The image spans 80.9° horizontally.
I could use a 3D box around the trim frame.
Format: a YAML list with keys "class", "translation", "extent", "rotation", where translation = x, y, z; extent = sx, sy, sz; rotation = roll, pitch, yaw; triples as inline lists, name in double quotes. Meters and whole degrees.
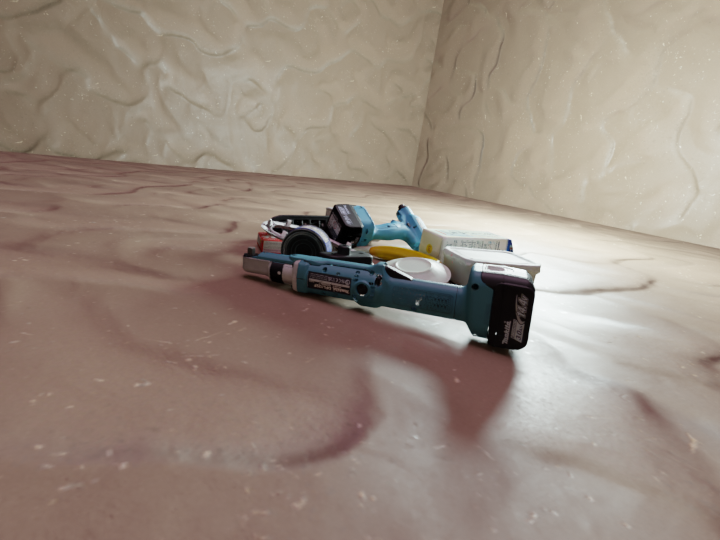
- class: "trim frame"
  translation: [-0.082, -0.054, 0.841]
  extent: [0.257, 0.027, 0.179]
  rotation: [27, 17, 17]

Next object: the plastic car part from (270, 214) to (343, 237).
- class: "plastic car part"
  translation: [-0.131, -0.097, 0.991]
  extent: [0.194, 0.066, 0.070]
  rotation: [-2, 5, -35]

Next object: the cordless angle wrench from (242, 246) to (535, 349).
- class: "cordless angle wrench"
  translation: [0.012, 0.019, 0.610]
  extent: [0.438, 0.097, 0.072]
  rotation: [9, 13, 21]

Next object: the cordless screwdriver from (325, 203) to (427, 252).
- class: "cordless screwdriver"
  translation: [0.041, -0.112, 1.005]
  extent: [0.240, 0.073, 0.167]
  rotation: [2, 44, -24]

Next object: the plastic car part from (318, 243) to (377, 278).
- class: "plastic car part"
  translation: [-0.024, -0.007, 0.701]
  extent: [0.111, 0.070, 0.069]
  rotation: [2, 14, -32]
